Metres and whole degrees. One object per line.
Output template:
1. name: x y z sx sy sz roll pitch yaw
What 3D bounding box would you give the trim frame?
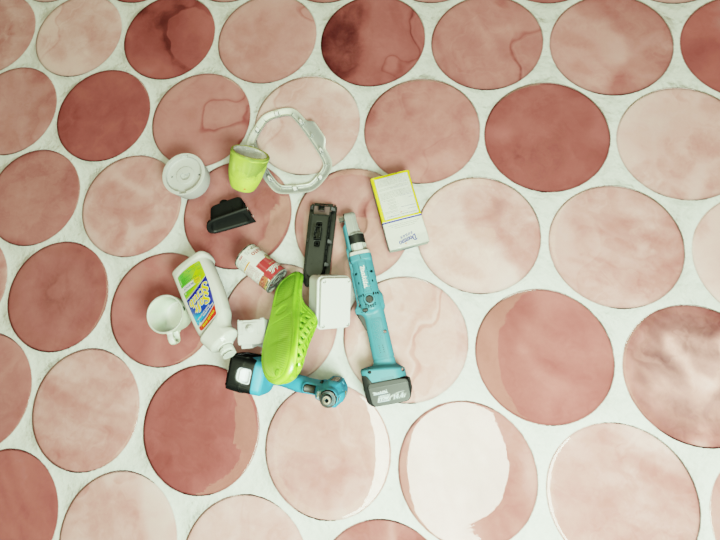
1. trim frame: -0.178 -0.300 1.053 0.184 0.027 0.256 -32 74 -2

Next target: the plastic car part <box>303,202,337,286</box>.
1. plastic car part: -0.095 -0.062 0.974 0.066 0.066 0.204 6 81 -1

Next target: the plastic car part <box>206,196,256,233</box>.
1. plastic car part: -0.321 -0.141 1.024 0.118 0.063 0.073 -14 63 6

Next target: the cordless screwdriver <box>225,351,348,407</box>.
1. cordless screwdriver: -0.154 0.230 0.864 0.254 0.155 0.075 9 84 9

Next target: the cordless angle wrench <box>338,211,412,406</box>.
1. cordless angle wrench: 0.018 0.068 0.925 0.098 0.072 0.432 -13 74 2
